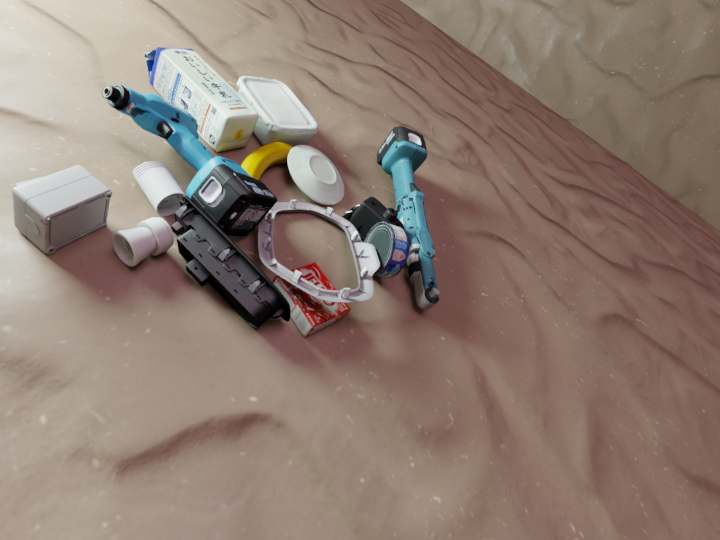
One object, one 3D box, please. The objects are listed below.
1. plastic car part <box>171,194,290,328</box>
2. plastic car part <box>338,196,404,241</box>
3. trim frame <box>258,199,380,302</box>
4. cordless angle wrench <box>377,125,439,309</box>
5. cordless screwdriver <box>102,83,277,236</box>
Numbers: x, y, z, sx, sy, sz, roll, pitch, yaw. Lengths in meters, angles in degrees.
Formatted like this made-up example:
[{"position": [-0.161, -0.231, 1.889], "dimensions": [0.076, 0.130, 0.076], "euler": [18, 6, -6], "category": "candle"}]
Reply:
[{"position": [-0.169, -0.002, 0.525], "dimensions": [0.206, 0.066, 0.066], "euler": [40, 53, 8], "category": "plastic car part"}, {"position": [0.032, -0.083, 0.730], "dimensions": [0.119, 0.071, 0.064], "euler": [41, 41, 12], "category": "plastic car part"}, {"position": [-0.061, -0.040, 0.626], "dimensions": [0.179, 0.027, 0.258], "euler": [14, 30, -18], "category": "trim frame"}, {"position": [0.095, -0.111, 0.794], "dimensions": [0.072, 0.098, 0.436], "euler": [17, 47, -22], "category": "cordless angle wrench"}, {"position": [-0.237, -0.158, 0.585], "dimensions": [0.257, 0.074, 0.153], "euler": [46, 12, 16], "category": "cordless screwdriver"}]
